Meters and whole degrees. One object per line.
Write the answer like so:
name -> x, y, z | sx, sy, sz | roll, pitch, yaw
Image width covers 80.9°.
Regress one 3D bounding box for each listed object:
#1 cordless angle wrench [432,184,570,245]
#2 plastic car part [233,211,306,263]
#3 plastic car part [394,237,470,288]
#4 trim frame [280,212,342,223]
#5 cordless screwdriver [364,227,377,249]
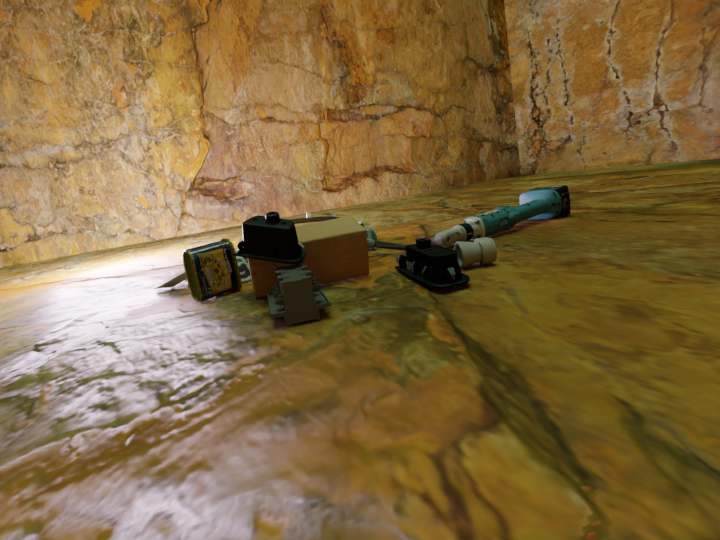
cordless angle wrench -> 0.326, -0.120, 0.965 | 0.410, 0.073, 0.103 | -20, 14, -31
plastic car part -> -0.137, -0.056, 0.652 | 0.122, 0.069, 0.065 | 7, 29, 29
plastic car part -> 0.111, -0.015, 0.671 | 0.065, 0.066, 0.208 | -4, 13, -9
trim frame -> -0.154, -0.106, 1.026 | 0.175, 0.028, 0.258 | -3, -7, -43
cordless screwdriver -> -0.101, -0.066, 1.033 | 0.242, 0.074, 0.165 | -10, 9, -21
